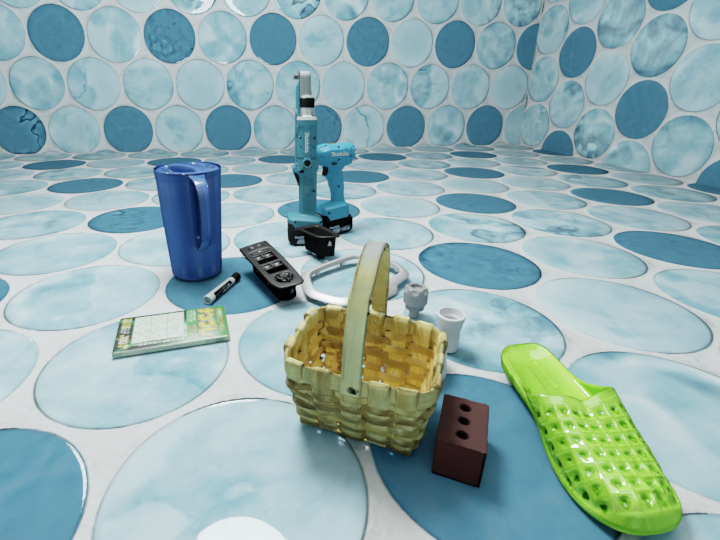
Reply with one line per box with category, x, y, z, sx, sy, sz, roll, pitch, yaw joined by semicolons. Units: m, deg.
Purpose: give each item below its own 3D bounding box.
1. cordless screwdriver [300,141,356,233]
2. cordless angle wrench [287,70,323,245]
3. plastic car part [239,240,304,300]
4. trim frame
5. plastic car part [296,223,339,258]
cordless screwdriver;-0.093;-0.221;1.155;0.154;0.243;0.078;-11;25;-28
cordless angle wrench;-0.137;-0.270;1.056;0.097;0.414;0.077;-1;22;-9
plastic car part;-0.184;0.004;0.867;0.064;0.065;0.215;-13;27;-31
trim frame;-0.012;0.016;0.890;0.240;0.027;0.195;-21;32;-40
plastic car part;-0.100;-0.065;1.019;0.064;0.069;0.123;-13;27;-31
